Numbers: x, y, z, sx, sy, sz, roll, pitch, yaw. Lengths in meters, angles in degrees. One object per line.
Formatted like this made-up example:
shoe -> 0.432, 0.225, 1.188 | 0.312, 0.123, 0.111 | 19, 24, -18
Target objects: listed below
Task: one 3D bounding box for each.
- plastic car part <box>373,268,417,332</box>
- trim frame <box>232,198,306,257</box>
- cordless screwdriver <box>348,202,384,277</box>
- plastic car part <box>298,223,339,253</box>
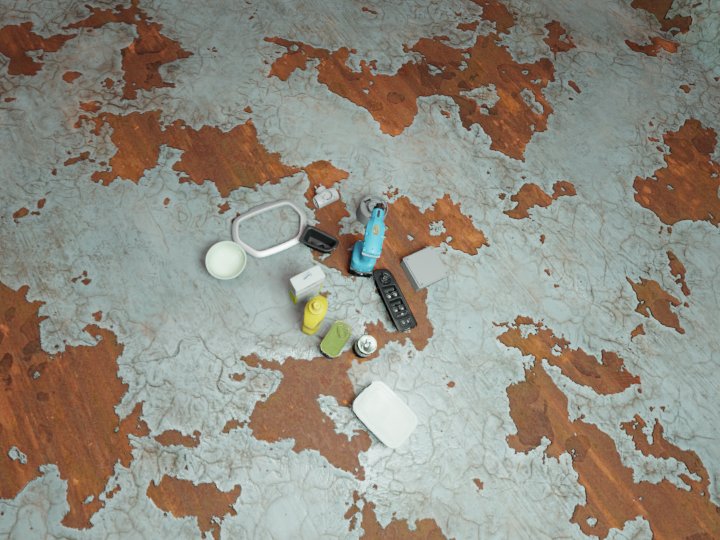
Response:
plastic car part -> 0.096, 0.088, 1.276 | 0.065, 0.066, 0.209 | -19, 71, -13
trim frame -> -0.290, -0.140, 1.361 | 0.245, 0.027, 0.189 | -25, 72, -13
cordless screwdriver -> 0.024, -0.081, 1.242 | 0.074, 0.246, 0.161 | 13, 69, -5
plastic car part -> -0.130, -0.085, 1.327 | 0.118, 0.070, 0.066 | 25, 69, 4
